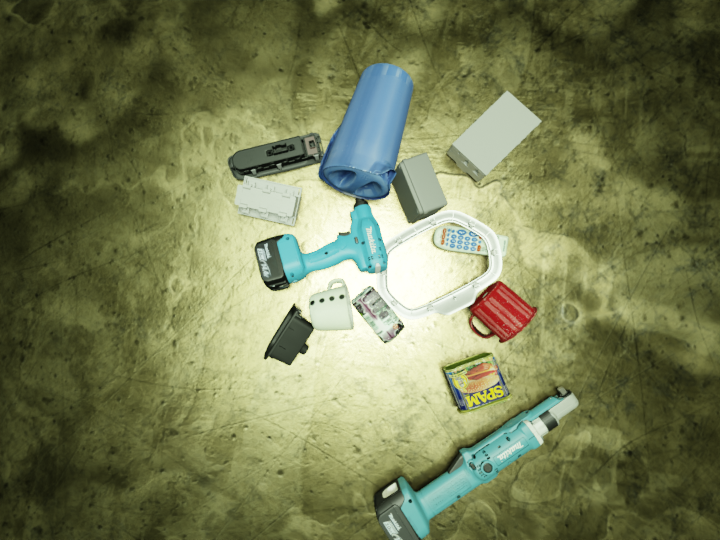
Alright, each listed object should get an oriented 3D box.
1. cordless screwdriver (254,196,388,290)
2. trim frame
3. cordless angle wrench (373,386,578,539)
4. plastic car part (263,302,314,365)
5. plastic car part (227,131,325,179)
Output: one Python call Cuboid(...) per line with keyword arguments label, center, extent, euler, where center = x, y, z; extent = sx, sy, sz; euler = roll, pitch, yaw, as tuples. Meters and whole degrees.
Cuboid(label="cordless screwdriver", center=(-0.082, -0.053, 0.836), extent=(0.249, 0.072, 0.163), euler=(-12, 69, 0))
Cuboid(label="trim frame", center=(0.147, -0.007, 0.819), extent=(0.251, 0.027, 0.185), euler=(-28, 86, 9))
Cuboid(label="cordless angle wrench", center=(0.222, 0.351, 0.775), extent=(0.422, 0.074, 0.099), euler=(-33, 85, -2))
Cuboid(label="plastic car part", center=(-0.132, 0.134, 0.832), extent=(0.070, 0.067, 0.116), euler=(29, 91, -11))
Cuboid(label="plastic car part", center=(-0.179, -0.235, 0.871), extent=(0.204, 0.067, 0.066), euler=(-13, 93, 5))
